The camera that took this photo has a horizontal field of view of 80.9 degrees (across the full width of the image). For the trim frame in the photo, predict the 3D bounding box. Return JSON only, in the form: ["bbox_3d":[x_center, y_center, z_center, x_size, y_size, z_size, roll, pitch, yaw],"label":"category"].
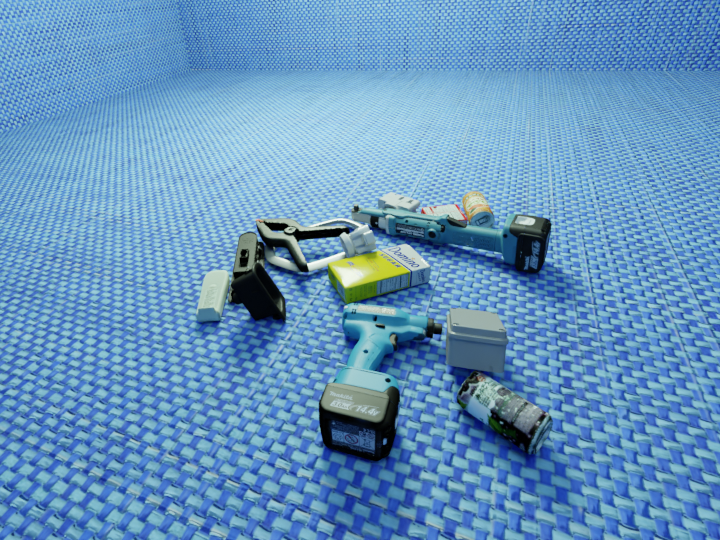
[{"bbox_3d":[-0.092,-0.060,0.941,0.243,0.026,0.195,-22,40,-20],"label":"trim frame"}]

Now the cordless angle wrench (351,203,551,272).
[{"bbox_3d":[0.165,-0.090,0.908,0.444,0.095,0.073,14,37,31],"label":"cordless angle wrench"}]

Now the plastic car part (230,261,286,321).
[{"bbox_3d":[-0.186,0.043,0.746,0.071,0.111,0.068,-26,33,8],"label":"plastic car part"}]

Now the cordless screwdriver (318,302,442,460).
[{"bbox_3d":[0.035,0.139,0.605,0.163,0.072,0.251,3,32,10],"label":"cordless screwdriver"}]

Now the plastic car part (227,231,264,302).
[{"bbox_3d":[-0.236,-0.018,0.873,0.066,0.064,0.210,-12,33,-1],"label":"plastic car part"}]
